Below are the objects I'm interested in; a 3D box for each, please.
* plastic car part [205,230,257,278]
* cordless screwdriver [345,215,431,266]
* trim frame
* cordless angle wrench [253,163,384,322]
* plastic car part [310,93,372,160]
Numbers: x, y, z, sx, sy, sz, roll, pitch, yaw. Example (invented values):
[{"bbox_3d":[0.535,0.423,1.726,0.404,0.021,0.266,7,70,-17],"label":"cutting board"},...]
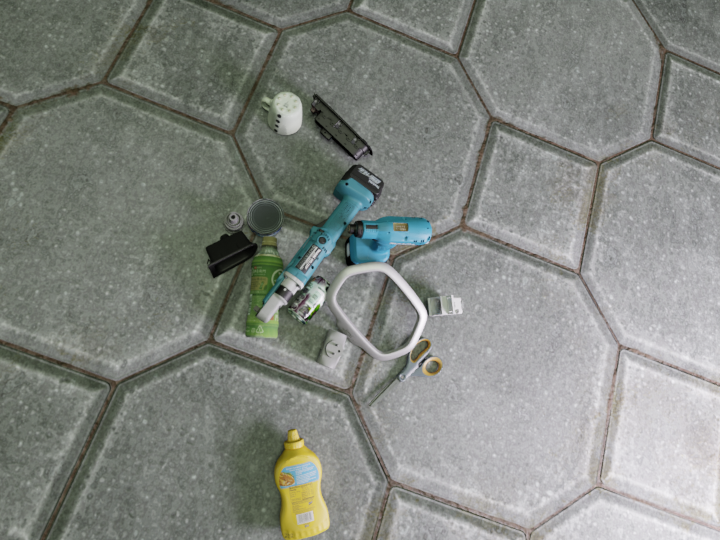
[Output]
[{"bbox_3d":[-0.295,-0.046,0.942,0.115,0.065,0.073,-33,72,-18],"label":"plastic car part"},{"bbox_3d":[0.021,-0.060,0.889,0.155,0.252,0.075,1,80,-17],"label":"cordless screwdriver"},{"bbox_3d":[0.035,0.090,0.936,0.185,0.028,0.243,-39,103,5],"label":"trim frame"},{"bbox_3d":[-0.091,-0.060,0.932,0.098,0.074,0.422,35,66,-2],"label":"cordless angle wrench"},{"bbox_3d":[-0.053,-0.344,1.043,0.204,0.066,0.067,40,84,1],"label":"plastic car part"}]
